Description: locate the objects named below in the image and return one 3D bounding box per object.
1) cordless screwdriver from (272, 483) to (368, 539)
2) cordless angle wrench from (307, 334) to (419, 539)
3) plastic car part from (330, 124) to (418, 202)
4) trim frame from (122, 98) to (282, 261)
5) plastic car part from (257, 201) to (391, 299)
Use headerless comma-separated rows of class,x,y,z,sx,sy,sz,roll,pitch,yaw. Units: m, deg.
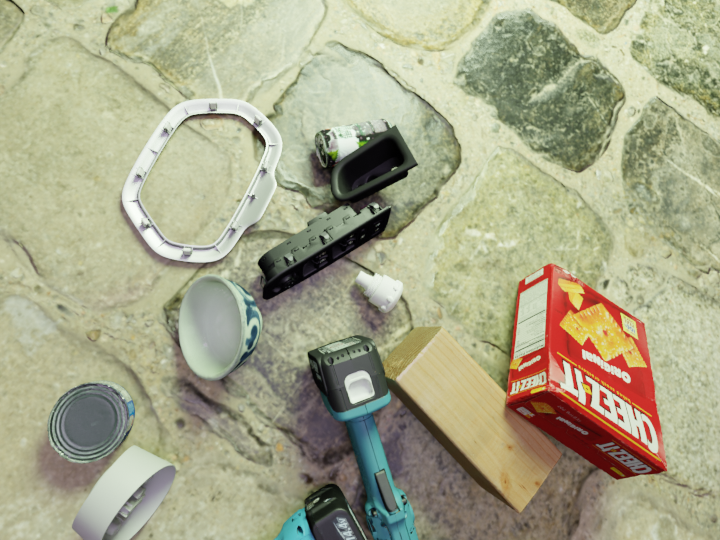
cordless screwdriver,-0.100,0.367,0.469,0.246,0.074,0.161,-24,85,-10
cordless angle wrench,0.035,0.294,0.503,0.073,0.099,0.425,-16,86,-15
plastic car part,0.019,-0.134,0.587,0.118,0.068,0.068,-28,72,16
trim frame,-0.209,-0.131,0.577,0.182,0.028,0.249,25,74,-5
plastic car part,-0.055,-0.036,0.564,0.201,0.065,0.068,-37,79,-15
